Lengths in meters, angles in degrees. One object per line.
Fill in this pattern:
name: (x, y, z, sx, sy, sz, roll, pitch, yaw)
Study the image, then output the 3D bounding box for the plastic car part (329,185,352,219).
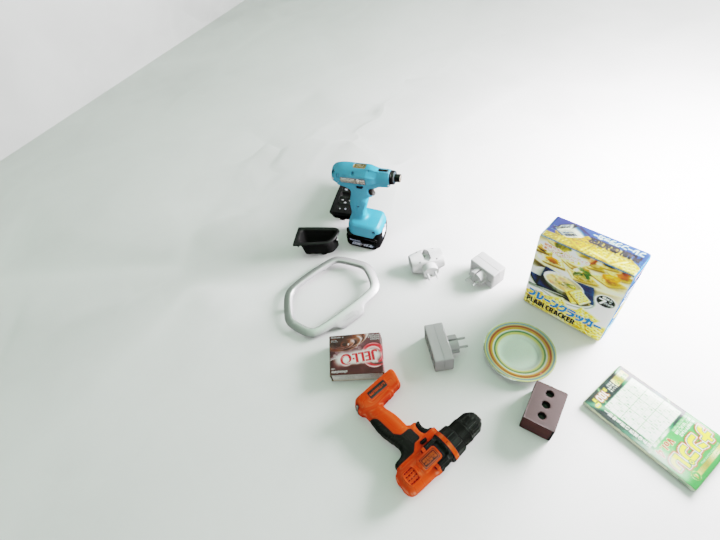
plastic car part: (-0.029, -0.210, 1.203, 0.068, 0.064, 0.206, 3, 52, 15)

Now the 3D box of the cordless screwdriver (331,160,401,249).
cordless screwdriver: (0.027, -0.156, 1.028, 0.165, 0.238, 0.075, 12, 53, 21)

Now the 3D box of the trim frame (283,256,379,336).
trim frame: (-0.073, 0.058, 1.014, 0.246, 0.026, 0.195, -35, 51, -15)

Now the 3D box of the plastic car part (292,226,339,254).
plastic car part: (-0.108, -0.071, 1.104, 0.120, 0.068, 0.067, 2, 51, 15)
